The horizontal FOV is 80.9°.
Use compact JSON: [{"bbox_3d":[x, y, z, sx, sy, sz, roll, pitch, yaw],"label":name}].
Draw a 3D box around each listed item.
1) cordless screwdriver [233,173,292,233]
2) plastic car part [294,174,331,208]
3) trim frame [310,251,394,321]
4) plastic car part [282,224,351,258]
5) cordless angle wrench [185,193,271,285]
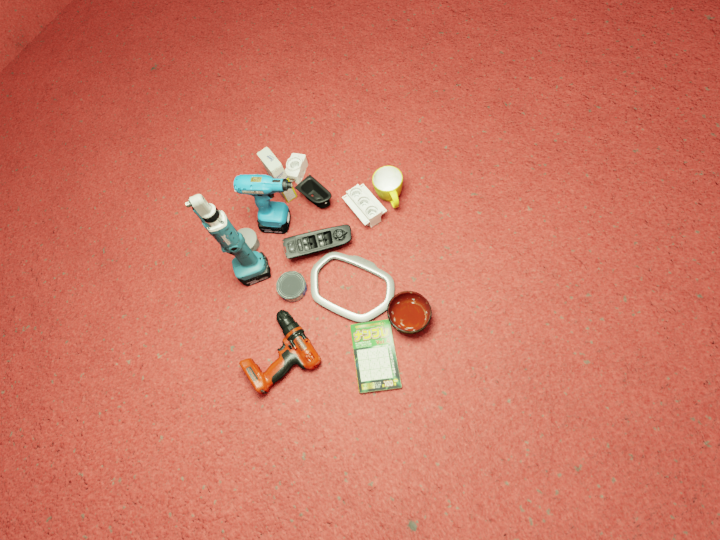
[{"bbox_3d":[-0.251,-0.193,1.221,0.162,0.240,0.076,4,67,9],"label":"cordless screwdriver"},{"bbox_3d":[-0.138,-0.231,1.314,0.065,0.068,0.122,-42,66,-11],"label":"plastic car part"},{"bbox_3d":[-0.026,0.041,1.187,0.258,0.026,0.184,22,71,19],"label":"trim frame"},{"bbox_3d":[-0.121,-0.079,1.241,0.204,0.064,0.069,-16,64,3],"label":"plastic car part"},{"bbox_3d":[-0.333,-0.075,1.087,0.098,0.408,0.077,-21,66,-3],"label":"cordless angle wrench"}]
